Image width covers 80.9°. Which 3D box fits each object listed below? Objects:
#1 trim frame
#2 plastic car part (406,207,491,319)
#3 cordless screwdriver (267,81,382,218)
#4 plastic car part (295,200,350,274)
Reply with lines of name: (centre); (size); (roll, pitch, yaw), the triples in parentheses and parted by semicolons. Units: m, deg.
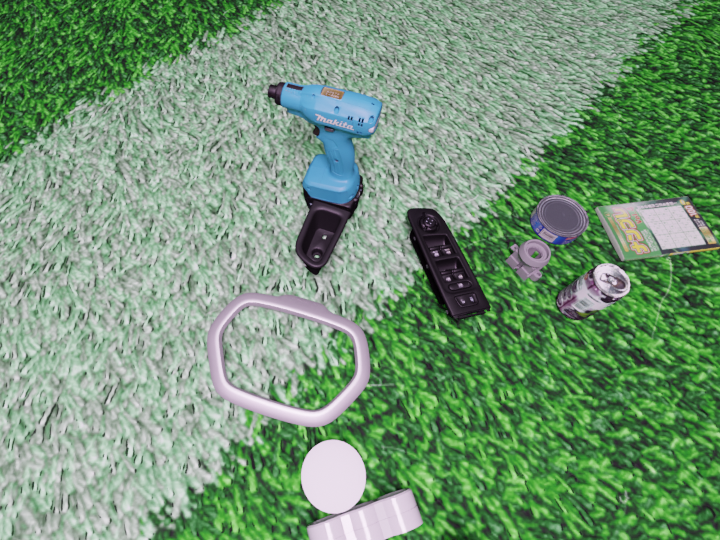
trim frame: (-0.108, 0.122, 0.628); (0.252, 0.027, 0.186); (13, 63, 6)
plastic car part: (0.130, -0.013, 0.679); (0.065, 0.065, 0.210); (-14, 64, -10)
cordless screwdriver: (-0.061, -0.186, 0.667); (0.161, 0.243, 0.075); (19, 64, 5)
plastic car part: (-0.068, -0.044, 0.691); (0.067, 0.069, 0.117); (18, 64, 5)
